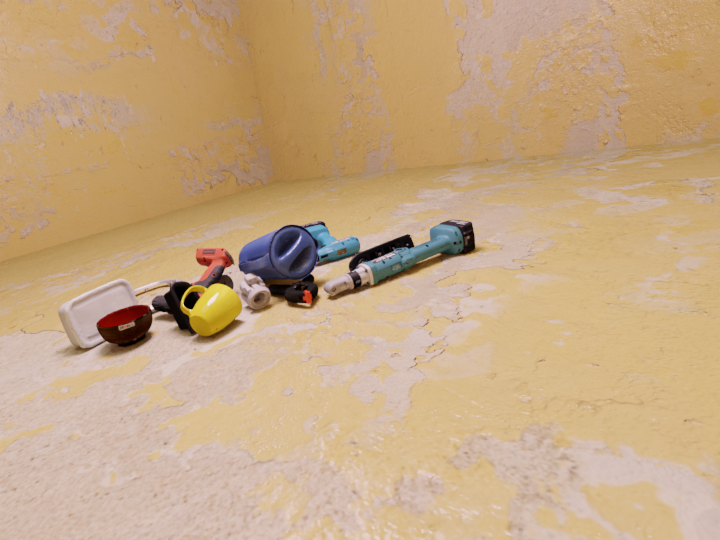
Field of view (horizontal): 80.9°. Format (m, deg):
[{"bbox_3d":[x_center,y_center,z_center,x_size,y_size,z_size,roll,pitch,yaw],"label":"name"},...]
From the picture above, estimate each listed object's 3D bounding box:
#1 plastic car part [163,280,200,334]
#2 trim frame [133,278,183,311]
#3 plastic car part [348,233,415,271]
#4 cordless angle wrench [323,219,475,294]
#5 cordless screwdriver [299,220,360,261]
[{"bbox_3d":[-0.393,0.084,0.938,0.073,0.116,0.064,-29,3,34],"label":"plastic car part"},{"bbox_3d":[-0.584,0.073,1.184,0.182,0.027,0.256,-15,18,-9],"label":"trim frame"},{"bbox_3d":[0.048,-0.035,1.087,0.197,0.065,0.070,-23,11,-31],"label":"plastic car part"},{"bbox_3d":[0.098,-0.027,1.031,0.412,0.072,0.103,-22,21,-24],"label":"cordless angle wrench"},{"bbox_3d":[-0.128,-0.084,1.313,0.155,0.072,0.262,-19,24,-24],"label":"cordless screwdriver"}]
